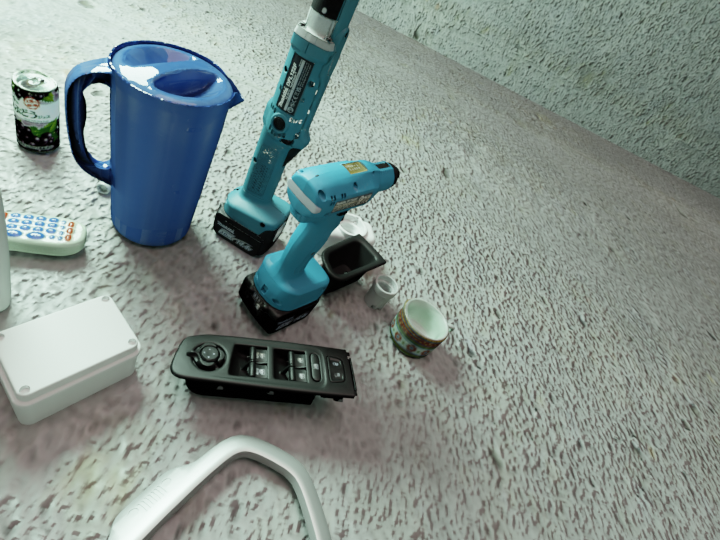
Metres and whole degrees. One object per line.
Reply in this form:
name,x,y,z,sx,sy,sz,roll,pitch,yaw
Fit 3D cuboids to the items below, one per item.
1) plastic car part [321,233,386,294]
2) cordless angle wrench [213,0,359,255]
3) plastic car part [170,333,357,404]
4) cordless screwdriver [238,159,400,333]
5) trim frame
plastic car part,-0.028,0.000,0.644,0.068,0.071,0.113,47,42,17
cordless angle wrench,-0.090,-0.191,0.535,0.098,0.422,0.074,34,40,-1
plastic car part,-0.110,0.116,0.479,0.196,0.067,0.069,13,43,-18
cordless screwdriver,-0.052,-0.034,0.528,0.154,0.248,0.077,-23,66,-45
trim frame,-0.125,0.256,0.356,0.189,0.027,0.243,39,41,11
